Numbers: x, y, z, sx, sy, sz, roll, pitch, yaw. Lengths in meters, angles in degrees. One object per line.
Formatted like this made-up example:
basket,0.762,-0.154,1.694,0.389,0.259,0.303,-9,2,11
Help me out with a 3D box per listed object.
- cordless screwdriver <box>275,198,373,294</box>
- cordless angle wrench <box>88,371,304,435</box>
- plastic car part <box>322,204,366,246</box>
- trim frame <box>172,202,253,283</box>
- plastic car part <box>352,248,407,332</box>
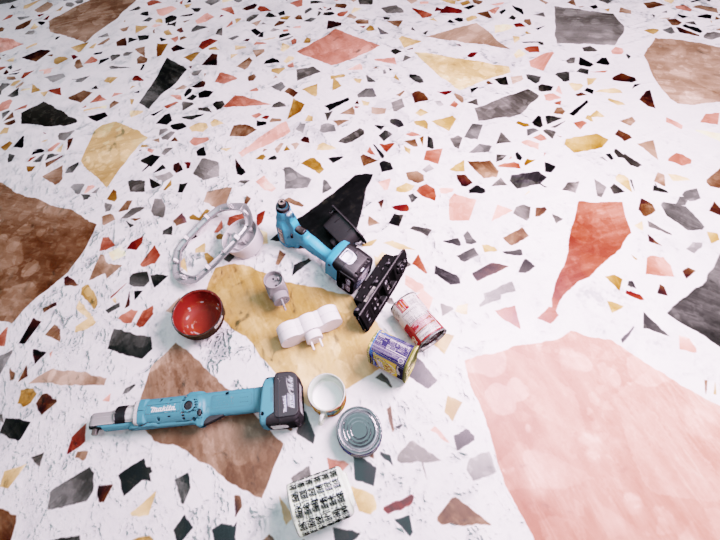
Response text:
cordless screwdriver,-0.093,-0.061,0.953,0.259,0.154,0.074,33,65,21
cordless angle wrench,-0.323,0.270,0.822,0.426,0.071,0.101,-7,57,4
plastic car part,-0.048,-0.091,1.029,0.071,0.063,0.122,-39,65,-2
trim frame,-0.366,-0.074,1.031,0.247,0.026,0.195,-47,51,-10
plastic car part,0.040,0.035,0.938,0.071,0.063,0.202,16,59,43
